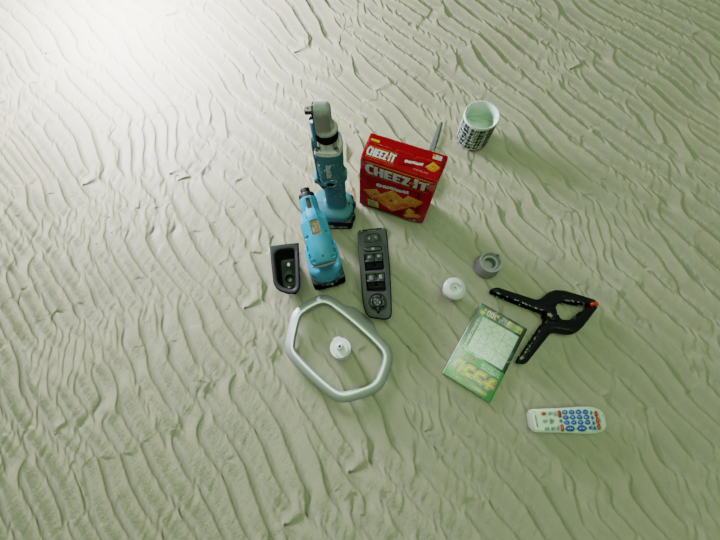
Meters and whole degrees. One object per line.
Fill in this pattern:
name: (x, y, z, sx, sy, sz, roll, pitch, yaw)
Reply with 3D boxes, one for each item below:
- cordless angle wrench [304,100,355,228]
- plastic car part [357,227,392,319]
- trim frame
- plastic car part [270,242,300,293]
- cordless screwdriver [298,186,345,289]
cordless angle wrench: (-0.059, -0.191, 0.834, 0.098, 0.413, 0.075, 2, 74, 1)
plastic car part: (0.032, 0.011, 0.940, 0.067, 0.065, 0.207, -4, 71, 1)
trim frame: (-0.049, 0.165, 0.914, 0.256, 0.027, 0.183, 38, 78, 16)
plastic car part: (-0.165, 0.005, 0.957, 0.066, 0.069, 0.119, -7, 71, 0)
cordless screwdriver: (-0.086, -0.056, 0.880, 0.074, 0.243, 0.163, -15, 73, -4)
